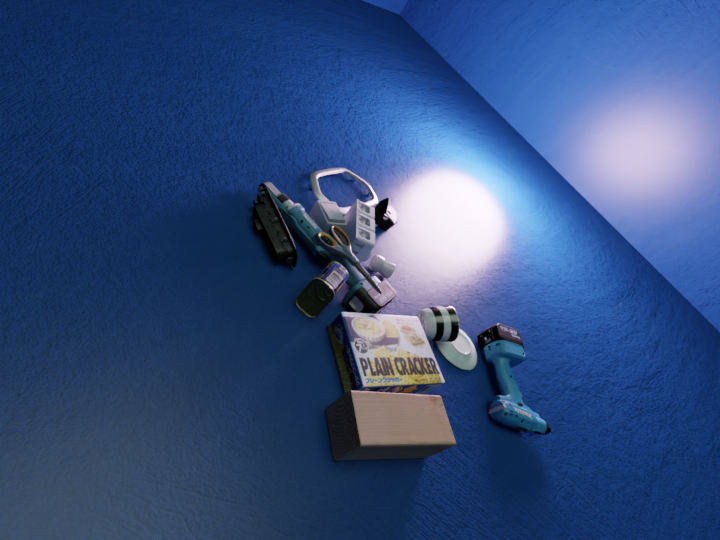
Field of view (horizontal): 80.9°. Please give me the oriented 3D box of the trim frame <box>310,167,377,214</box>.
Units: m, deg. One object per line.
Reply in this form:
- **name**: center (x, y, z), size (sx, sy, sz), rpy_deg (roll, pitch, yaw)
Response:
- **trim frame**: center (-0.047, -0.231, 1.237), size (0.190, 0.027, 0.240), rpy_deg (49, 38, 15)

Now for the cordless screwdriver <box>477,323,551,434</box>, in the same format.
- **cordless screwdriver**: center (0.374, 0.264, 1.029), size (0.154, 0.075, 0.255), rpy_deg (23, 45, -18)

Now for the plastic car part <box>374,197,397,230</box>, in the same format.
- **plastic car part**: center (0.078, -0.159, 1.239), size (0.069, 0.067, 0.117), rpy_deg (47, 33, -16)

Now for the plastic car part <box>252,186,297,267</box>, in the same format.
- **plastic car part**: center (-0.200, -0.095, 0.959), size (0.065, 0.066, 0.211), rpy_deg (-16, 62, -35)

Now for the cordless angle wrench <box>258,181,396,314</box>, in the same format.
- **cordless angle wrench**: center (-0.098, -0.064, 1.002), size (0.435, 0.074, 0.095), rpy_deg (47, 39, 15)
